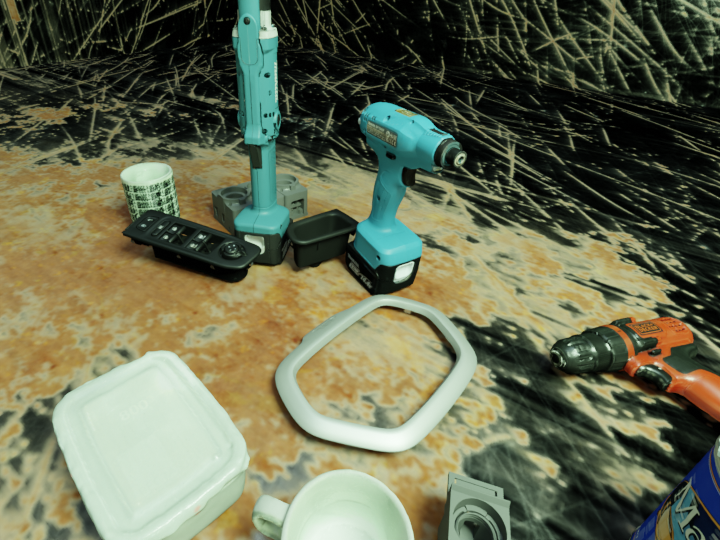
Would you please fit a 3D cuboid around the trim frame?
[{"bbox_3d":[0.020,0.101,0.480,0.194,0.027,0.243,26,42,30],"label":"trim frame"}]

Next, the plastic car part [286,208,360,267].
[{"bbox_3d":[-0.063,-0.041,0.641,0.113,0.069,0.070,-24,43,-33],"label":"plastic car part"}]

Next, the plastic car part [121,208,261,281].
[{"bbox_3d":[-0.244,-0.029,0.620,0.209,0.065,0.066,14,36,16],"label":"plastic car part"}]

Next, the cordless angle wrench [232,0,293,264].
[{"bbox_3d":[-0.137,-0.202,0.569,0.075,0.412,0.099,8,34,4],"label":"cordless angle wrench"}]

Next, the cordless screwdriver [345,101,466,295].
[{"bbox_3d":[0.052,-0.077,0.547,0.072,0.242,0.168,-16,39,-28],"label":"cordless screwdriver"}]
